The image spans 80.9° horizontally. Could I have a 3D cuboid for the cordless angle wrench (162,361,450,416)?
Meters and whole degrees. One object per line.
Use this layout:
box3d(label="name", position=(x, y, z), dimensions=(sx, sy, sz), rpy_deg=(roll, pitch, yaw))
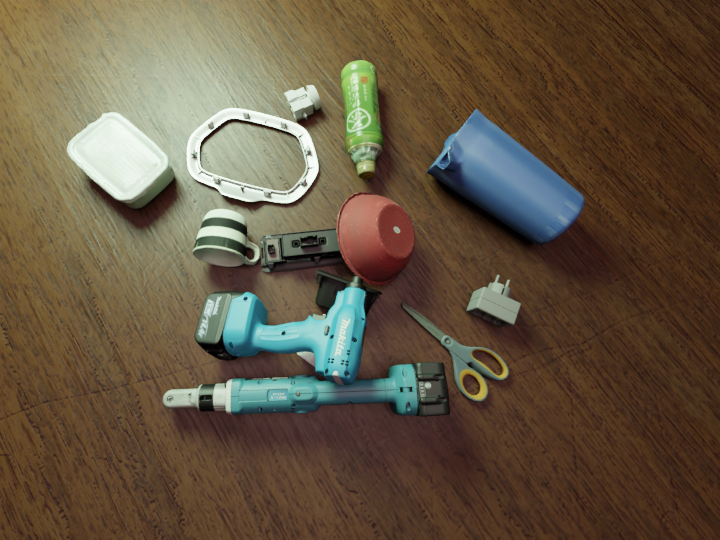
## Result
box3d(label="cordless angle wrench", position=(-0.088, 0.187, 0.642), dimensions=(0.423, 0.096, 0.076), rpy_deg=(-3, 73, 0))

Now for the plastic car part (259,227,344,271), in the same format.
box3d(label="plastic car part", position=(-0.071, -0.046, 0.724), dimensions=(0.201, 0.066, 0.068), rpy_deg=(-5, 69, -7))

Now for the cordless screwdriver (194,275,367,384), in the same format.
box3d(label="cordless screwdriver", position=(-0.114, 0.073, 0.643), dimensions=(0.256, 0.071, 0.162), rpy_deg=(4, 60, 16))

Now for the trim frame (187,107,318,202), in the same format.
box3d(label="trim frame", position=(-0.200, -0.213, 0.784), dimensions=(0.249, 0.027, 0.186), rpy_deg=(16, 75, 1))

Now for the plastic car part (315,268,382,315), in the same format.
box3d(label="plastic car part", position=(-0.029, 0.048, 0.702), dimensions=(0.117, 0.066, 0.071), rpy_deg=(23, 90, 0))
